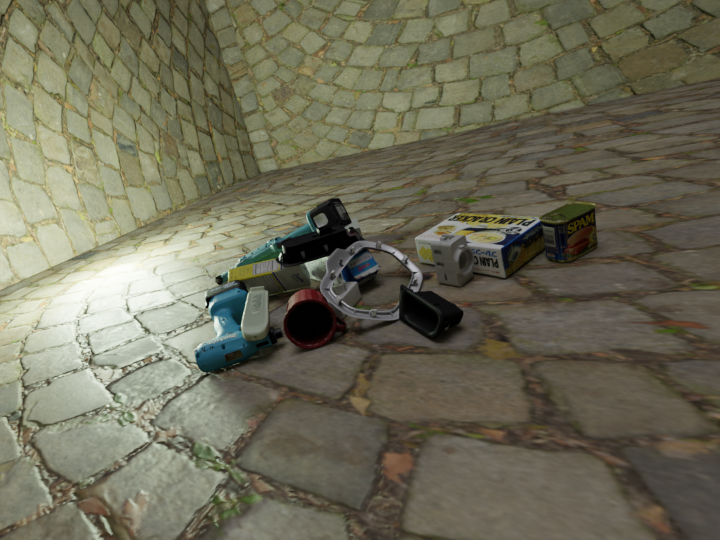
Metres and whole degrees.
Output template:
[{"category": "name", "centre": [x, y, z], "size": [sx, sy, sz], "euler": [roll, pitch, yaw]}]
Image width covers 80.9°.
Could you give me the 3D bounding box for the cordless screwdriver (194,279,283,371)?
[{"category": "cordless screwdriver", "centre": [-0.246, 0.101, 0.864], "size": [0.158, 0.072, 0.259], "euler": [-19, 25, -7]}]

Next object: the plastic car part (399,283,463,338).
[{"category": "plastic car part", "centre": [0.123, 0.067, 0.701], "size": [0.069, 0.065, 0.122], "euler": [-10, 20, -27]}]

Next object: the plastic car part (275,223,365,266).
[{"category": "plastic car part", "centre": [-0.092, -0.060, 0.937], "size": [0.199, 0.064, 0.070], "euler": [-22, 38, -15]}]

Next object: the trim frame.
[{"category": "trim frame", "centre": [0.023, 0.011, 0.831], "size": [0.190, 0.027, 0.246], "euler": [22, 40, 15]}]

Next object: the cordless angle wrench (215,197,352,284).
[{"category": "cordless angle wrench", "centre": [-0.224, -0.058, 1.119], "size": [0.431, 0.074, 0.096], "euler": [-26, 1, 22]}]
